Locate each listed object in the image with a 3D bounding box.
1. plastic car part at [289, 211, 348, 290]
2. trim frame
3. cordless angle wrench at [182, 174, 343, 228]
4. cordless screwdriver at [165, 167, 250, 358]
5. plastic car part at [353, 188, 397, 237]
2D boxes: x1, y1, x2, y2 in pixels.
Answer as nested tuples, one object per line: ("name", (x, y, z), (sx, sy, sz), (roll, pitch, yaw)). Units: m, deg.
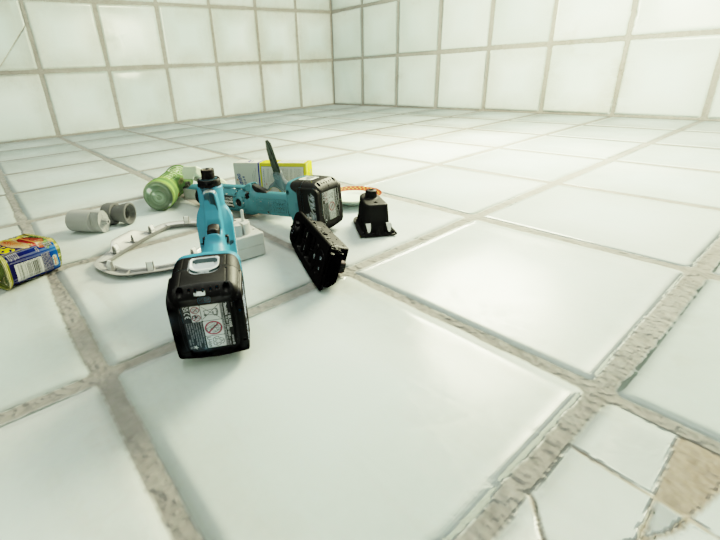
("plastic car part", (-0.063, -0.041, 0.648), (0.065, 0.065, 0.213), (-2, 23, -25))
("trim frame", (-0.339, -0.050, 0.735), (0.189, 0.027, 0.249), (3, 28, 14))
("cordless angle wrench", (-0.231, -0.148, 0.871), (0.445, 0.095, 0.072), (11, 27, 35))
("cordless screwdriver", (-0.180, -0.022, 0.513), (0.073, 0.155, 0.259), (-7, 27, -13))
("plastic car part", (0.021, -0.112, 0.775), (0.065, 0.069, 0.121), (-4, 28, -9))
